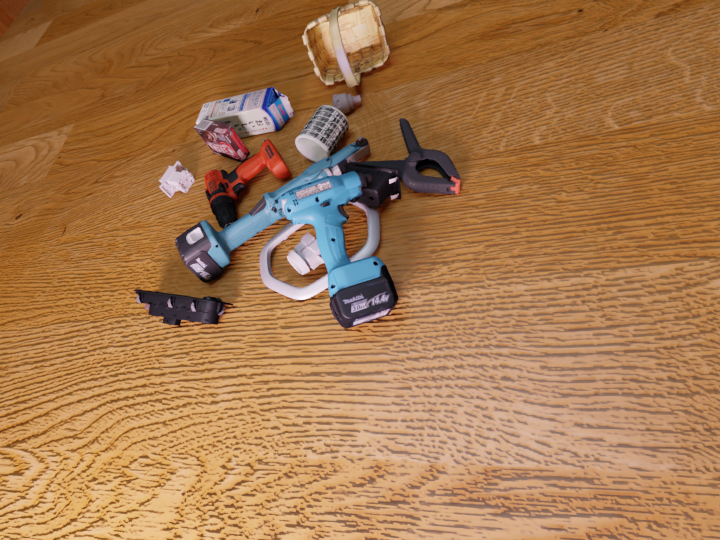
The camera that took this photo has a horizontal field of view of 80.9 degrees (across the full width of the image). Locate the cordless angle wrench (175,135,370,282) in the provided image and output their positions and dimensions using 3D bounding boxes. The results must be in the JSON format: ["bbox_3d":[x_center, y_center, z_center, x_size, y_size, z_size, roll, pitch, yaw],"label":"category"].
[{"bbox_3d":[-0.157,-0.134,0.830,0.421,0.093,0.078,-34,54,-5],"label":"cordless angle wrench"}]

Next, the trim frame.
[{"bbox_3d":[-0.076,-0.050,0.775,0.248,0.026,0.194,-37,54,1],"label":"trim frame"}]

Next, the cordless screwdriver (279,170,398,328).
[{"bbox_3d":[-0.014,-0.045,0.674,0.157,0.073,0.257,-22,70,-10],"label":"cordless screwdriver"}]

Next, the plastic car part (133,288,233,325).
[{"bbox_3d":[-0.335,0.070,0.790,0.210,0.063,0.068,0,70,23],"label":"plastic car part"}]

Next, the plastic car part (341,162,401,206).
[{"bbox_3d":[0.006,-0.149,0.765,0.122,0.063,0.071,16,52,27],"label":"plastic car part"}]
